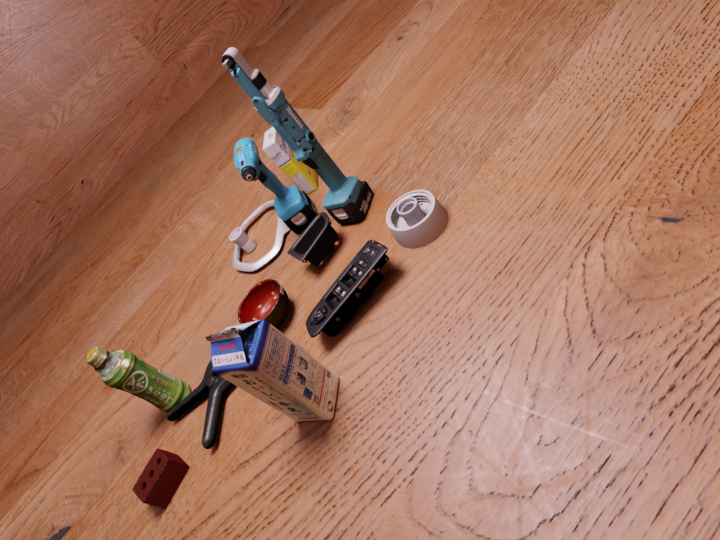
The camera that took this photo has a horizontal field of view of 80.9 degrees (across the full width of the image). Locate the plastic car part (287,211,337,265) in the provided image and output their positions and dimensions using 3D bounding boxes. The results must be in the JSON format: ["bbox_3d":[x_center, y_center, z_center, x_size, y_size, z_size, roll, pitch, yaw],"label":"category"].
[{"bbox_3d":[-0.088,-0.057,0.899,0.116,0.067,0.070,-51,39,-10],"label":"plastic car part"}]

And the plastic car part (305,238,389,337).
[{"bbox_3d":[-0.020,0.041,0.756,0.202,0.063,0.070,-48,38,-5],"label":"plastic car part"}]

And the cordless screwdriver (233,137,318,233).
[{"bbox_3d":[-0.193,-0.181,0.964,0.075,0.235,0.166,-35,39,10],"label":"cordless screwdriver"}]

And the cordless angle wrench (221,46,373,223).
[{"bbox_3d":[-0.116,-0.255,0.834,0.078,0.400,0.099,-6,50,38],"label":"cordless angle wrench"}]

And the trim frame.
[{"bbox_3d":[-0.260,-0.095,1.112,0.188,0.026,0.257,-25,43,22],"label":"trim frame"}]
